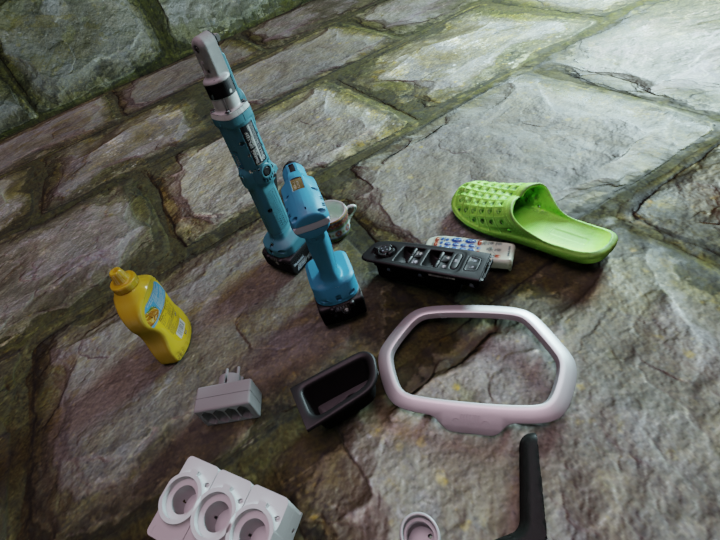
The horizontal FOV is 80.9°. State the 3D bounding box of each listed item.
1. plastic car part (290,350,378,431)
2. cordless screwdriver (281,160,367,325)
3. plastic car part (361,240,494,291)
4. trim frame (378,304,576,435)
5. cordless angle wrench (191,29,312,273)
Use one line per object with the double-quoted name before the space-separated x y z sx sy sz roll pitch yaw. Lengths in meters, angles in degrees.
"plastic car part" -0.022 0.166 0.556 0.116 0.068 0.069 -27 45 -8
"cordless screwdriver" -0.064 -0.042 0.650 0.074 0.237 0.167 -20 44 -3
"plastic car part" 0.102 -0.007 0.682 0.213 0.064 0.066 13 52 30
"trim frame" 0.146 0.123 0.567 0.256 0.026 0.187 -2 47 18
"cordless angle wrench" -0.169 -0.166 0.689 0.078 0.404 0.097 19 54 31
